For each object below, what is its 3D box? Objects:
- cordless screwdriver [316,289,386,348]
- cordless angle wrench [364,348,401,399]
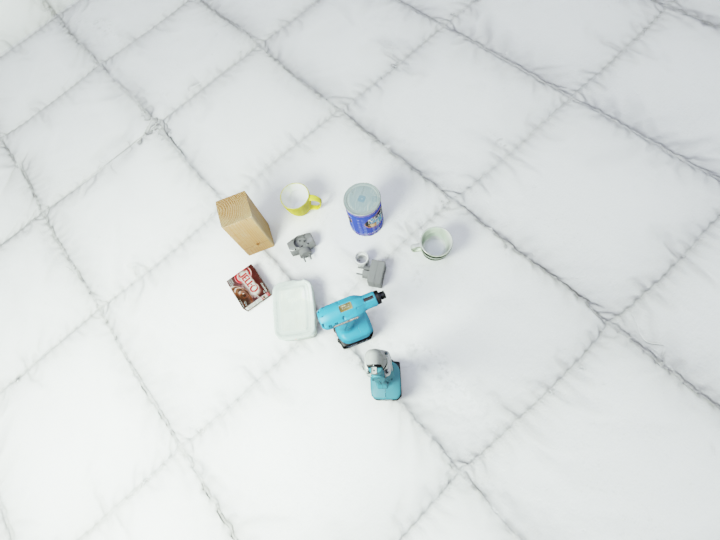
[{"bbox_3d":[-0.007,0.116,1.036,0.159,0.240,0.077,-22,68,-1],"label":"cordless screwdriver"},{"bbox_3d":[0.044,0.213,0.892,0.075,0.408,0.100,-3,69,6],"label":"cordless angle wrench"}]
